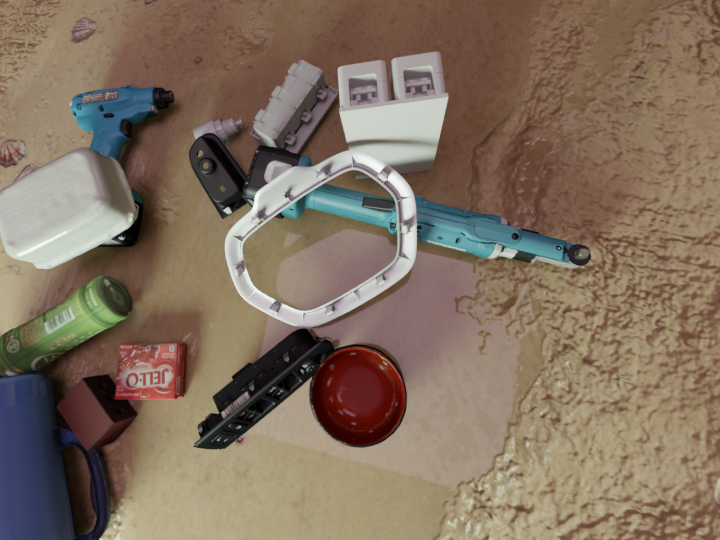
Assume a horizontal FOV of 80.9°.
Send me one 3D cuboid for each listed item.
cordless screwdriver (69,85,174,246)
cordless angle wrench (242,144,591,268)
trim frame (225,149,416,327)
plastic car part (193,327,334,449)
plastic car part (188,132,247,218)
[{"bbox_3d":[-0.360,-0.163,0.634,0.161,0.072,0.253,-6,75,8],"label":"cordless screwdriver"},{"bbox_3d":[0.063,-0.068,0.538,0.430,0.096,0.075,15,82,8],"label":"cordless angle wrench"},{"bbox_3d":[-0.049,-0.032,0.506,0.252,0.027,0.182,-30,97,16],"label":"trim frame"},{"bbox_3d":[-0.121,0.144,0.537,0.203,0.063,0.071,-36,50,2],"label":"plastic car part"},{"bbox_3d":[-0.201,-0.135,0.584,0.066,0.072,0.115,-32,99,0],"label":"plastic car part"}]
